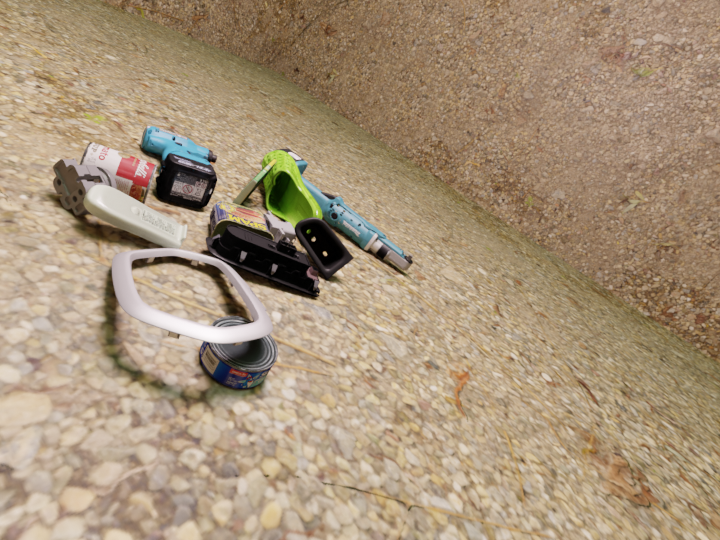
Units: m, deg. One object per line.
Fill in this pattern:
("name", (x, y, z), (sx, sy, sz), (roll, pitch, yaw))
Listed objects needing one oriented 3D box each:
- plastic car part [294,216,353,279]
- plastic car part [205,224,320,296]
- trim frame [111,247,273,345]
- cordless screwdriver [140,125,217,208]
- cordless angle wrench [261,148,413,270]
("plastic car part", (-0.078, -0.051, 0.800), (0.115, 0.065, 0.072), (54, -8, -9))
("plastic car part", (-0.146, -0.020, 0.678), (0.194, 0.067, 0.069), (19, 30, -25))
("trim frame", (-0.204, 0.024, 0.518), (0.175, 0.027, 0.263), (7, 17, -36))
("cordless screwdriver", (-0.339, -0.209, 0.842), (0.151, 0.074, 0.263), (11, 26, -38))
("cordless angle wrench", (-0.054, -0.138, 1.016), (0.431, 0.098, 0.073), (39, 24, 10))
